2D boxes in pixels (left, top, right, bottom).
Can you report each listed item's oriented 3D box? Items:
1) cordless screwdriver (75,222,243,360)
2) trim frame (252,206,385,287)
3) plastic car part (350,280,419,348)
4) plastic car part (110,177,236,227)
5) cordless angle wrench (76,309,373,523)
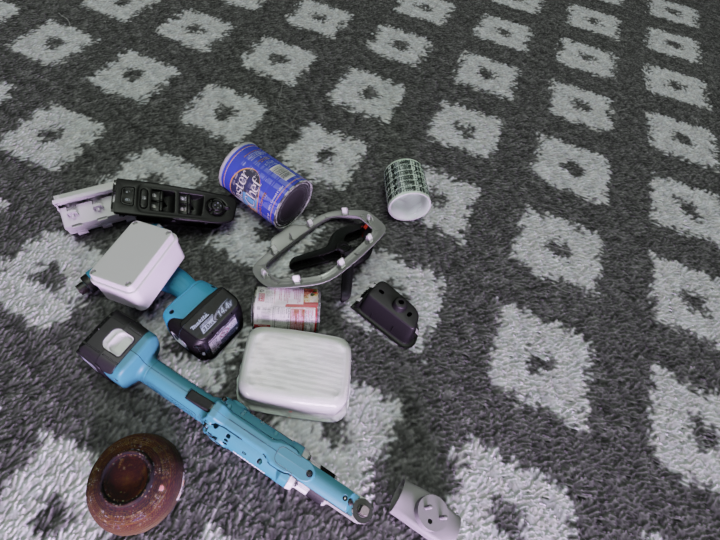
[{"bbox_3d":[-0.309,0.040,0.651,0.259,0.072,0.157,36,60,21],"label":"cordless screwdriver"},{"bbox_3d":[-0.070,-0.046,0.712,0.194,0.026,0.245,14,45,39],"label":"trim frame"},{"bbox_3d":[0.051,0.061,0.673,0.121,0.069,0.065,38,61,20],"label":"plastic car part"},{"bbox_3d":[-0.317,-0.105,0.732,0.196,0.067,0.069,2,58,-23],"label":"plastic car part"},{"bbox_3d":[-0.174,0.198,0.554,0.431,0.096,0.074,30,58,9],"label":"cordless angle wrench"}]
